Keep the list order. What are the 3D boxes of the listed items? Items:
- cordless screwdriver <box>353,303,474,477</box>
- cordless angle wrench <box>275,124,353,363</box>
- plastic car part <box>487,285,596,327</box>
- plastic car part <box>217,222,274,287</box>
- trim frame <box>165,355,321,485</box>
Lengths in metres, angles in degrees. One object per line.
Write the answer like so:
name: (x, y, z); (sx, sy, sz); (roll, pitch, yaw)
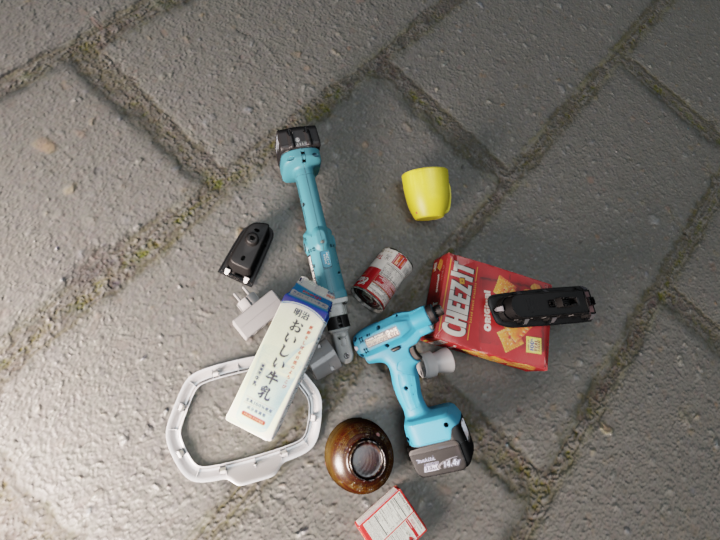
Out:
cordless screwdriver: (0.107, 0.186, 0.686); (0.162, 0.072, 0.254); (-29, 78, 19)
cordless angle wrench: (-0.074, -0.048, 0.752); (0.073, 0.098, 0.429); (-11, 79, -14)
plastic car part: (0.323, 0.063, 0.731); (0.200, 0.067, 0.067); (-4, 81, -9)
plastic car part: (-0.193, -0.040, 0.735); (0.065, 0.071, 0.117); (25, 73, -7)
trim frame: (-0.181, 0.236, 0.675); (0.243, 0.027, 0.187); (-9, 76, -15)
